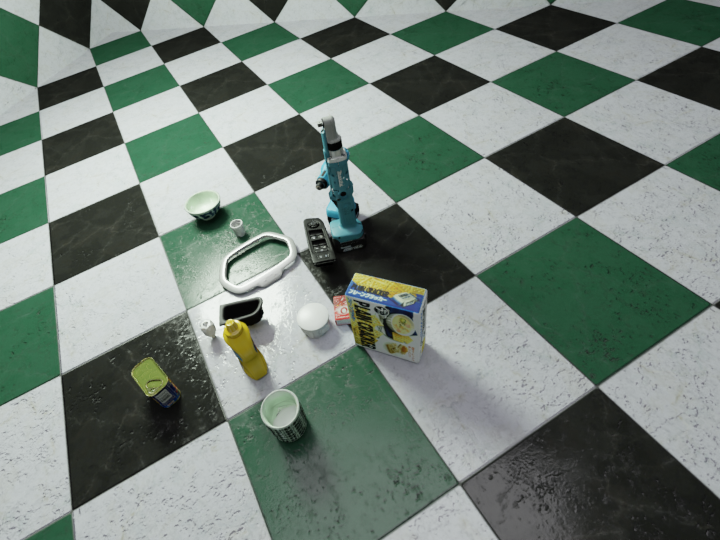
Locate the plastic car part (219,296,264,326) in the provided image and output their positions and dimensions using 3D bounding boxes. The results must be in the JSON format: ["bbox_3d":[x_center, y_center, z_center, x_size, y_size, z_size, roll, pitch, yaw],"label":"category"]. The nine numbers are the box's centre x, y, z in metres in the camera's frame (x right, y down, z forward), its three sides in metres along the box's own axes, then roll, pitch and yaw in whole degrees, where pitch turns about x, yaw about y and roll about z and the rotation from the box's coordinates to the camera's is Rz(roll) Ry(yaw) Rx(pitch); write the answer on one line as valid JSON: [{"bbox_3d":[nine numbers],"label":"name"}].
[{"bbox_3d":[-0.300,0.118,1.095,0.117,0.068,0.069,-12,49,0],"label":"plastic car part"}]

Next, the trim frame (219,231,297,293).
[{"bbox_3d":[-0.303,-0.026,1.246,0.245,0.026,0.194,-34,52,-16],"label":"trim frame"}]

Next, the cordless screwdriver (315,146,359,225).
[{"bbox_3d":[-0.070,-0.212,1.213,0.077,0.239,0.160,14,53,19],"label":"cordless screwdriver"}]

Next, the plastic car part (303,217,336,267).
[{"bbox_3d":[-0.120,-0.078,1.226,0.066,0.064,0.212,-16,49,-4],"label":"plastic car part"}]

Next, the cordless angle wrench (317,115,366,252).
[{"bbox_3d":[-0.051,-0.213,1.099,0.098,0.406,0.077,-12,49,-2],"label":"cordless angle wrench"}]
